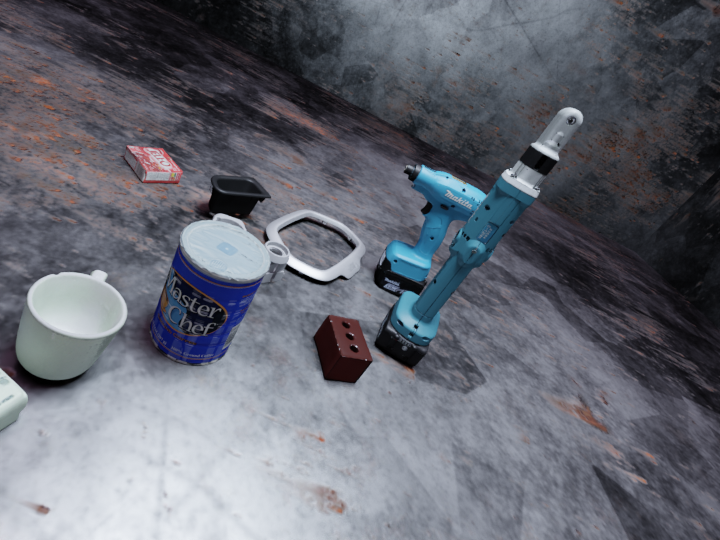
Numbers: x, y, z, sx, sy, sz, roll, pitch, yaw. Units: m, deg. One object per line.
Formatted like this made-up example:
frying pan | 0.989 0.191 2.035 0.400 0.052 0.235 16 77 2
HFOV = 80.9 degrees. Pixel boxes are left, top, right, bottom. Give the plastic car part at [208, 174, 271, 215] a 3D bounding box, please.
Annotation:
plastic car part | -0.236 -0.131 0.778 0.069 0.071 0.112 45 32 25

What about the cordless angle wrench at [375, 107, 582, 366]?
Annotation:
cordless angle wrench | 0.160 -0.036 0.606 0.075 0.422 0.097 33 28 1

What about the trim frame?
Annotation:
trim frame | -0.082 -0.053 0.834 0.188 0.027 0.244 34 29 10

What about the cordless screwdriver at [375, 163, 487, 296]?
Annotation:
cordless screwdriver | 0.103 -0.073 0.799 0.158 0.248 0.075 28 28 -6
